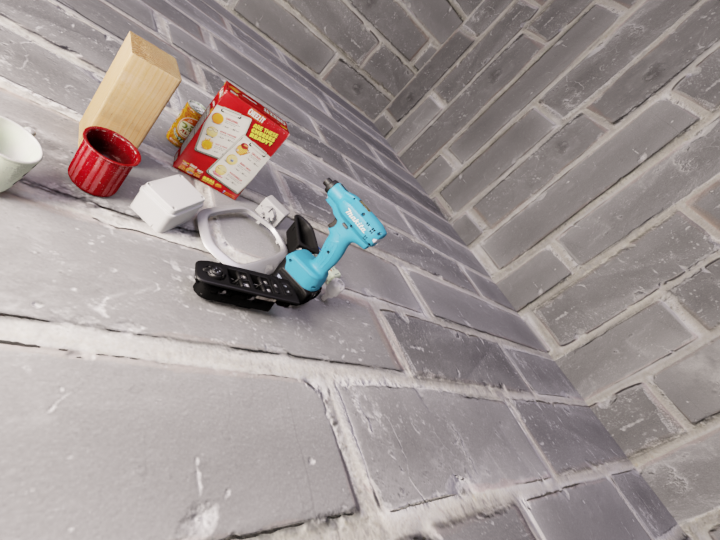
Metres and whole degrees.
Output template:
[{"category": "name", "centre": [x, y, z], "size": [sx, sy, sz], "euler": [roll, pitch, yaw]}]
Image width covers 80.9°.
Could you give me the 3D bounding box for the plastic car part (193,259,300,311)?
[{"category": "plastic car part", "centre": [-0.205, 0.031, 0.736], "size": [0.192, 0.067, 0.069], "euler": [23, 32, -42]}]

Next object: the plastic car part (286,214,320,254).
[{"category": "plastic car part", "centre": [-0.148, -0.069, 1.002], "size": [0.062, 0.071, 0.122], "euler": [28, 28, -36]}]

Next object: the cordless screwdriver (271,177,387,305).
[{"category": "cordless screwdriver", "centre": [-0.083, -0.054, 0.852], "size": [0.162, 0.251, 0.072], "euler": [51, 24, 10]}]

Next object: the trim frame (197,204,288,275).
[{"category": "trim frame", "centre": [-0.243, -0.066, 0.893], "size": [0.187, 0.028, 0.243], "euler": [47, 23, 7]}]
